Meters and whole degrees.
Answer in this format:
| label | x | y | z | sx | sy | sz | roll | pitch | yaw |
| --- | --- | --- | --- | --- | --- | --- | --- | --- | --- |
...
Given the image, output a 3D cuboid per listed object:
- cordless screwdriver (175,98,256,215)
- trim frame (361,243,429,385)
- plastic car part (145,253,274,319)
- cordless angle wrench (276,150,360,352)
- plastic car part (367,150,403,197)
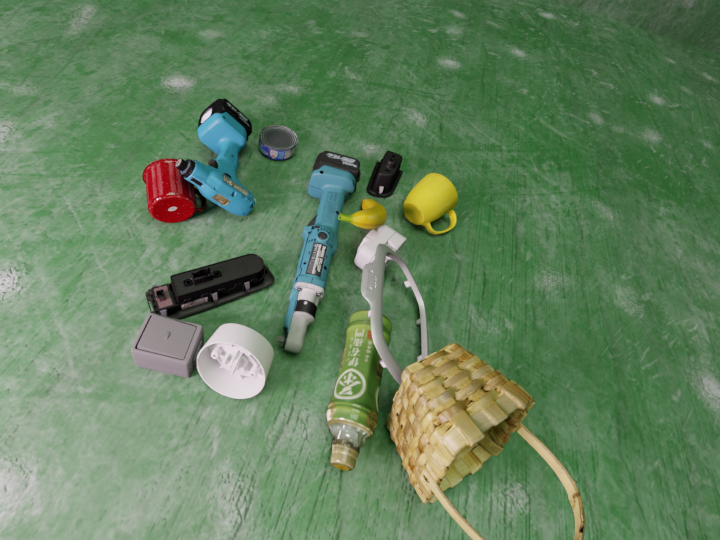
| label | x | y | z | sx | sy | sz | roll | pitch | yaw |
| --- | --- | --- | --- | --- | --- | --- | --- | --- | --- |
| cordless screwdriver | -0.277 | -0.232 | 0.809 | 0.150 | 0.076 | 0.258 | 33 | 35 | -46 |
| trim frame | 0.060 | 0.066 | 0.665 | 0.175 | 0.028 | 0.254 | 47 | 34 | -32 |
| plastic car part | -0.237 | 0.016 | 0.680 | 0.197 | 0.066 | 0.070 | -16 | 53 | -28 |
| cordless angle wrench | -0.075 | -0.049 | 0.764 | 0.097 | 0.073 | 0.432 | 13 | 53 | -5 |
| plastic car part | 0.060 | -0.219 | 0.926 | 0.066 | 0.070 | 0.117 | 21 | 48 | 2 |
